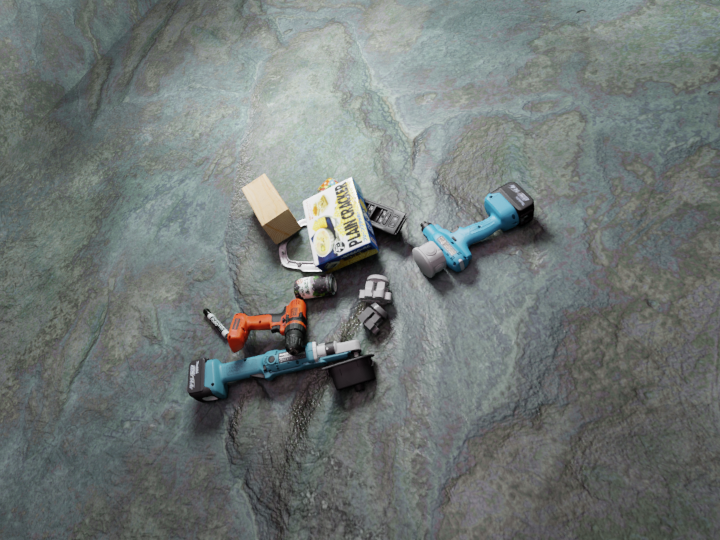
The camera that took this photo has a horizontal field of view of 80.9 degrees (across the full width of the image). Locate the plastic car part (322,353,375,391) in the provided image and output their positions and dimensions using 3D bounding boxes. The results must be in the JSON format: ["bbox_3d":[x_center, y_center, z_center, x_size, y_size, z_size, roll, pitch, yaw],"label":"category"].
[{"bbox_3d":[-0.018,0.234,0.943,0.118,0.064,0.073,-16,71,7],"label":"plastic car part"}]

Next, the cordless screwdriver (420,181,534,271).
[{"bbox_3d":[0.281,-0.122,1.037,0.249,0.070,0.167,-35,55,2],"label":"cordless screwdriver"}]

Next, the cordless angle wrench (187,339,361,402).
[{"bbox_3d":[-0.204,0.224,1.010,0.428,0.071,0.101,-15,56,9],"label":"cordless angle wrench"}]

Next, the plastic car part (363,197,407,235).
[{"bbox_3d":[0.039,-0.150,1.142,0.214,0.063,0.066,28,93,35],"label":"plastic car part"}]

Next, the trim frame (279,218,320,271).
[{"bbox_3d":[-0.116,-0.076,1.182,0.256,0.026,0.187,0,61,19],"label":"trim frame"}]
